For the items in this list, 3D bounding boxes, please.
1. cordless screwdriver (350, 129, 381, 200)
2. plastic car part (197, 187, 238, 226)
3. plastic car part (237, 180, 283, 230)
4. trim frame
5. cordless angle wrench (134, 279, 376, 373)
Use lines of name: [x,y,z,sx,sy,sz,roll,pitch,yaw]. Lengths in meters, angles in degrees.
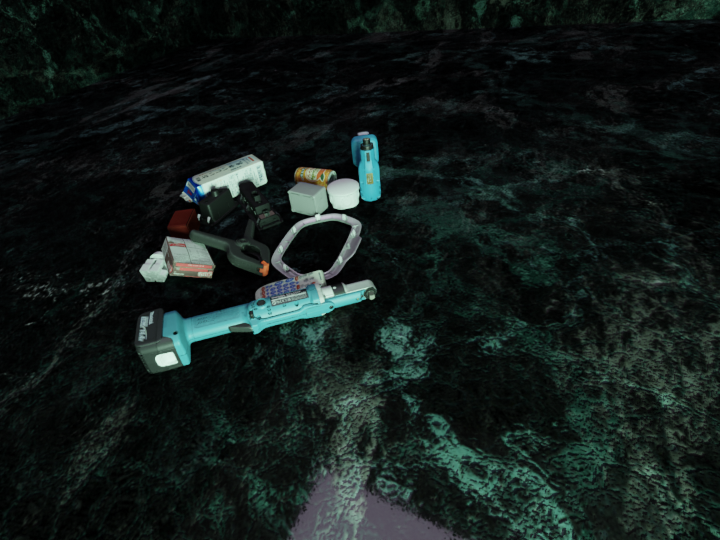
cordless screwdriver: [0.014,-0.309,1.117,0.075,0.153,0.257,-6,37,1]
plastic car part: [-0.379,-0.177,1.108,0.069,0.068,0.116,16,48,25]
plastic car part: [-0.274,-0.178,1.097,0.065,0.064,0.215,-30,40,-14]
trim frame: [-0.092,-0.060,0.939,0.190,0.026,0.249,7,41,18]
cordless angle wrench: [-0.176,0.078,0.760,0.418,0.072,0.103,-14,39,-8]
